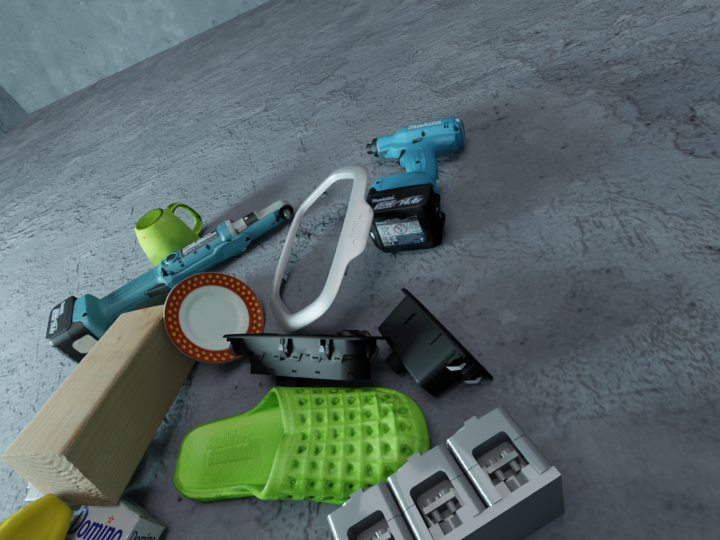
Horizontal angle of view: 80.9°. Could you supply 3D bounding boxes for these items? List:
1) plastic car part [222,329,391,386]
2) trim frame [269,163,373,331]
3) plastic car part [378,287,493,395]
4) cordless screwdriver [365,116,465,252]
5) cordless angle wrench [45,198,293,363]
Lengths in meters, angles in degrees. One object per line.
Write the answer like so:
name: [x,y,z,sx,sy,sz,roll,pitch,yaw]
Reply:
plastic car part: [-0.065,0.093,0.466,0.211,0.062,0.068,-11,68,33]
trim frame: [-0.055,-0.036,0.567,0.191,0.026,0.251,-16,51,49]
plastic car part: [0.061,0.079,0.431,0.071,0.062,0.123,-47,40,2]
cordless screwdriver: [0.059,-0.137,0.623,0.165,0.071,0.251,-3,45,27]
cordless angle wrench: [-0.297,-0.002,0.695,0.421,0.071,0.103,-32,42,-5]
